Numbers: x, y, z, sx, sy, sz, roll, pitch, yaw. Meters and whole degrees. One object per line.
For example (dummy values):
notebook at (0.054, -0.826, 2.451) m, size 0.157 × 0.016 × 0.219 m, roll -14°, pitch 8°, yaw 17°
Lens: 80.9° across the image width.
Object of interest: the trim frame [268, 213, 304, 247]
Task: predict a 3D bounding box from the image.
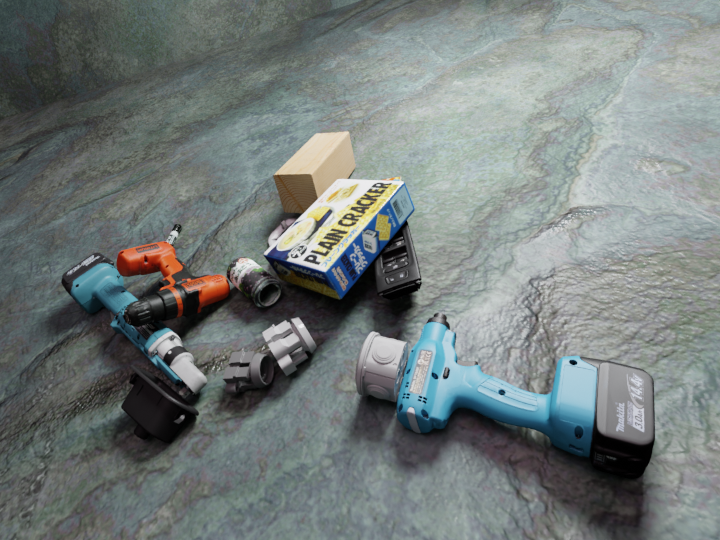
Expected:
trim frame at (-0.078, -0.051, 0.796) m, size 0.182 × 0.026 × 0.263 m, roll -32°, pitch 45°, yaw -13°

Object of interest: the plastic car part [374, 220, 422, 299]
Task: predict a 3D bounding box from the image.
plastic car part at (0.062, -0.022, 0.681) m, size 0.067 × 0.064 × 0.209 m, roll -28°, pitch 35°, yaw 18°

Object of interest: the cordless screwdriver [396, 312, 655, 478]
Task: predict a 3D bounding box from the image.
cordless screwdriver at (0.177, 0.125, 0.486) m, size 0.259 × 0.071 × 0.160 m, roll 3°, pitch 46°, yaw 27°

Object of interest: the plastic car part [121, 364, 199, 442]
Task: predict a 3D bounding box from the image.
plastic car part at (-0.291, 0.196, 0.593) m, size 0.123 × 0.062 × 0.071 m, roll 24°, pitch 71°, yaw 33°

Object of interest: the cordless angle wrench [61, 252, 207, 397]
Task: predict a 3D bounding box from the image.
cordless angle wrench at (-0.391, 0.087, 0.734) m, size 0.447 × 0.071 × 0.097 m, roll 25°, pitch 56°, yaw 35°
